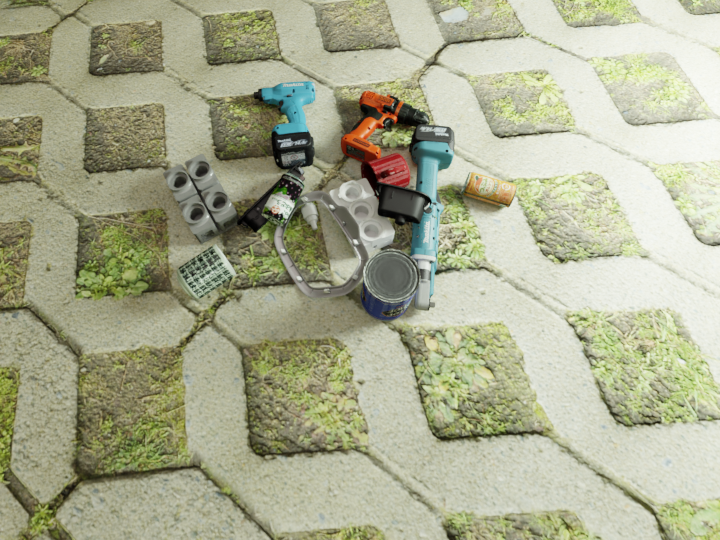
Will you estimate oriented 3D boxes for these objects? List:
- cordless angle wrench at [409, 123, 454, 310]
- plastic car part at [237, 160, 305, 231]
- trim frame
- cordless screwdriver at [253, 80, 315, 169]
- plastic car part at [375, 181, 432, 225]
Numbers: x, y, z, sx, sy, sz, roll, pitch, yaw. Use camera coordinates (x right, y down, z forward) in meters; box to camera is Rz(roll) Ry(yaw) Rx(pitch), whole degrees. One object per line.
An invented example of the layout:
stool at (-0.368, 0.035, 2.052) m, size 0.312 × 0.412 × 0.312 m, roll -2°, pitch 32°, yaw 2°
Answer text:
cordless angle wrench at (0.144, -0.121, 0.920) m, size 0.099 × 0.072 × 0.430 m, roll 6°, pitch 70°, yaw 4°
plastic car part at (-0.195, -0.158, 0.961) m, size 0.201 × 0.068 × 0.066 m, roll -43°, pitch 100°, yaw -16°
trim frame at (-0.087, -0.057, 0.894) m, size 0.185 × 0.026 × 0.258 m, roll -36°, pitch 66°, yaw 11°
cordless screwdriver at (-0.188, -0.366, 1.036) m, size 0.160 × 0.072 × 0.256 m, roll -4°, pitch 61°, yaw 1°
plastic car part at (0.081, -0.130, 0.868) m, size 0.119 × 0.064 × 0.071 m, roll 17°, pitch 77°, yaw 11°
